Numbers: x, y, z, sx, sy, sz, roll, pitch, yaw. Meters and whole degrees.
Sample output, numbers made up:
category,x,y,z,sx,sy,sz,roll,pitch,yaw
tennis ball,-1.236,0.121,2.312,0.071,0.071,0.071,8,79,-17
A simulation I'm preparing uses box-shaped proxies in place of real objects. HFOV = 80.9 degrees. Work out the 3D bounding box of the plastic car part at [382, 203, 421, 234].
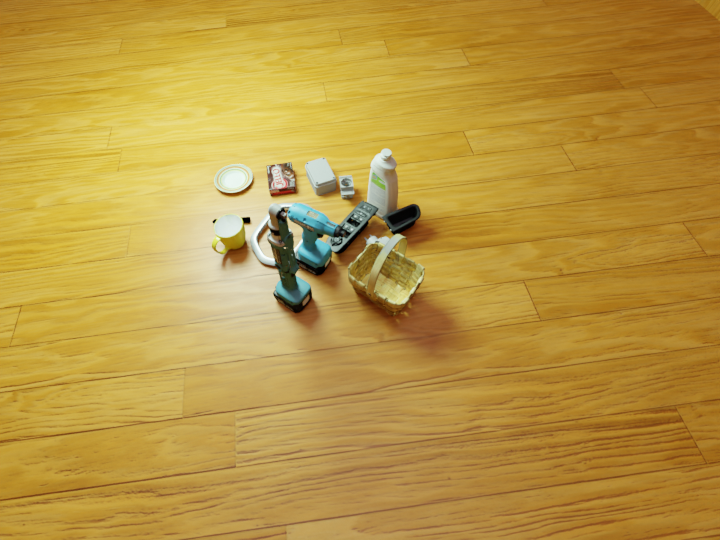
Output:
category,x,y,z,sx,sy,sz,roll,pitch,yaw
plastic car part,0.130,-0.148,1.296,0.115,0.069,0.069,-25,62,-13

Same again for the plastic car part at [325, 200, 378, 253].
category,x,y,z,sx,sy,sz,roll,pitch,yaw
plastic car part,-0.031,-0.124,1.291,0.069,0.065,0.201,34,65,19

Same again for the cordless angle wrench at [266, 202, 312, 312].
category,x,y,z,sx,sy,sz,roll,pitch,yaw
cordless angle wrench,-0.183,-0.026,1.034,0.101,0.411,0.074,32,63,16

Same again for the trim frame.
category,x,y,z,sx,sy,sz,roll,pitch,yaw
trim frame,-0.232,-0.117,1.320,0.190,0.027,0.248,25,62,17

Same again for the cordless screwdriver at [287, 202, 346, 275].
category,x,y,z,sx,sy,sz,roll,pitch,yaw
cordless screwdriver,-0.113,-0.074,1.160,0.164,0.241,0.074,27,62,14
